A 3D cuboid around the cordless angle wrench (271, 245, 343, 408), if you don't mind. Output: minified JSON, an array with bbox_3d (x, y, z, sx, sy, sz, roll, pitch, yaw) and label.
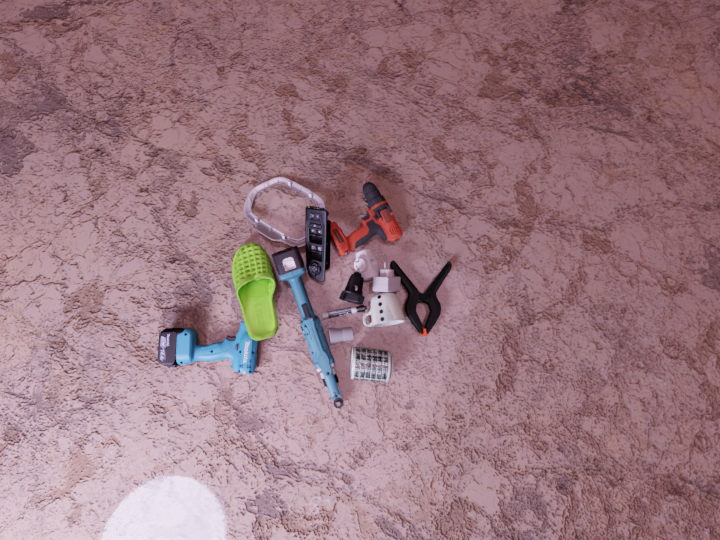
[{"bbox_3d":[-0.127,0.147,1.100,0.074,0.097,0.429,-20,81,-6],"label":"cordless angle wrench"}]

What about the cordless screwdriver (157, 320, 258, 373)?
[{"bbox_3d":[-0.391,0.181,1.103,0.248,0.073,0.161,4,77,-2],"label":"cordless screwdriver"}]

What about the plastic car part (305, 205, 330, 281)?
[{"bbox_3d":[-0.110,-0.072,1.125,0.069,0.065,0.200,10,107,21],"label":"plastic car part"}]

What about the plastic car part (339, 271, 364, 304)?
[{"bbox_3d":[-0.015,0.042,1.103,0.066,0.115,0.072,13,71,0],"label":"plastic car part"}]

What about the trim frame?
[{"bbox_3d":[-0.213,-0.167,1.186,0.256,0.027,0.184,32,76,15],"label":"trim frame"}]
